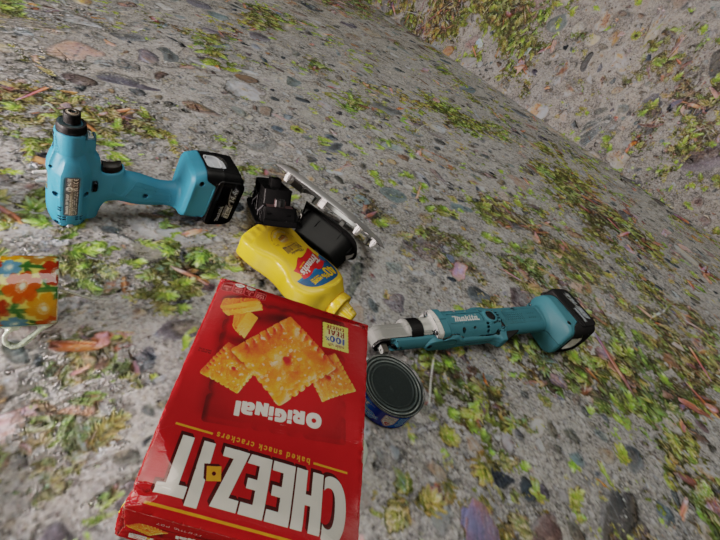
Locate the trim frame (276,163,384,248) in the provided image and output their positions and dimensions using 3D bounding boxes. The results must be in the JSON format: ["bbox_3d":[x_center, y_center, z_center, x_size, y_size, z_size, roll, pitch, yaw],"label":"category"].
[{"bbox_3d":[-0.047,-0.098,0.679,0.193,0.027,0.237,40,5,25],"label":"trim frame"}]

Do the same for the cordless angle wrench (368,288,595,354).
[{"bbox_3d":[0.193,0.089,0.670,0.407,0.074,0.103,-1,46,-27],"label":"cordless angle wrench"}]

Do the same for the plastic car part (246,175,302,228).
[{"bbox_3d":[-0.142,-0.114,0.661,0.065,0.066,0.211,-3,16,-18],"label":"plastic car part"}]

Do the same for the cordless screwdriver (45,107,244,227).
[{"bbox_3d":[-0.285,-0.134,0.580,0.238,0.158,0.078,-5,50,-38],"label":"cordless screwdriver"}]

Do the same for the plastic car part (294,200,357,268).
[{"bbox_3d":[-0.067,-0.044,0.686,0.119,0.065,0.070,38,54,8],"label":"plastic car part"}]
